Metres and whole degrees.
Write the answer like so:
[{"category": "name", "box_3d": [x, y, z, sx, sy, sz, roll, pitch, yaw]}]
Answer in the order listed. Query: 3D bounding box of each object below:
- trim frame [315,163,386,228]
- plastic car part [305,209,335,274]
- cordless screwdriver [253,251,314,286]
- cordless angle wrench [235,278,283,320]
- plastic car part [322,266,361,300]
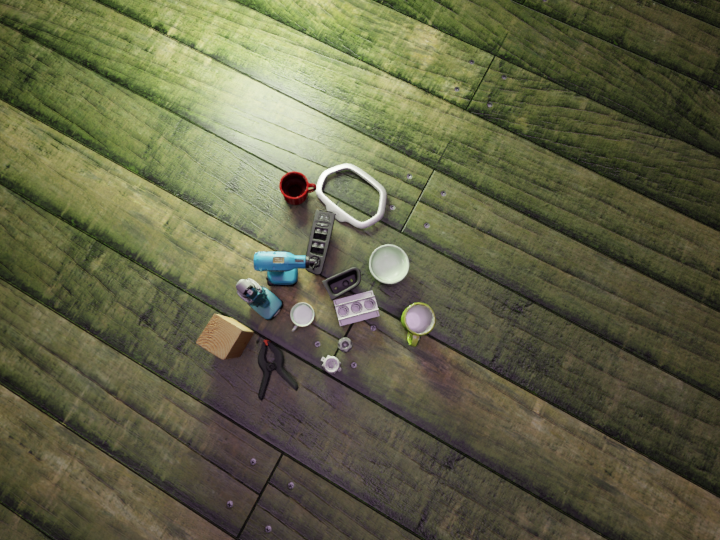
[{"category": "trim frame", "box_3d": [-0.030, -0.245, 1.380, 0.253, 0.027, 0.184, 38, 80, 9]}, {"category": "plastic car part", "box_3d": [-0.129, -0.085, 1.323, 0.066, 0.066, 0.205, 11, 77, 0]}, {"category": "cordless screwdriver", "box_3d": [-0.210, -0.006, 1.212, 0.159, 0.246, 0.075, 1, 79, -3]}, {"category": "cordless angle wrench", "box_3d": [-0.272, 0.068, 1.107, 0.099, 0.419, 0.074, 39, 79, 3]}, {"category": "plastic car part", "box_3d": [-0.051, 0.040, 1.290, 0.116, 0.070, 0.067, -26, 81, -7]}]
